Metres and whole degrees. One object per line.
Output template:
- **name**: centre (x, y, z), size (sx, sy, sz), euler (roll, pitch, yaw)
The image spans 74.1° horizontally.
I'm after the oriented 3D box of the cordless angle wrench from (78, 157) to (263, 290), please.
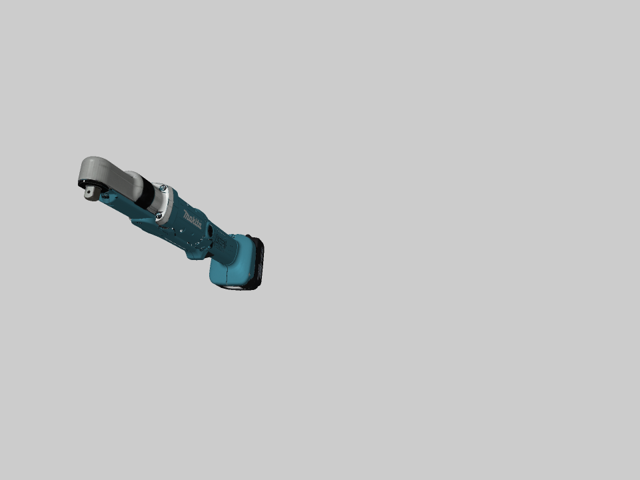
- **cordless angle wrench**: centre (-0.176, -0.010, 0.585), size (0.074, 0.098, 0.423), euler (0, -16, 10)
